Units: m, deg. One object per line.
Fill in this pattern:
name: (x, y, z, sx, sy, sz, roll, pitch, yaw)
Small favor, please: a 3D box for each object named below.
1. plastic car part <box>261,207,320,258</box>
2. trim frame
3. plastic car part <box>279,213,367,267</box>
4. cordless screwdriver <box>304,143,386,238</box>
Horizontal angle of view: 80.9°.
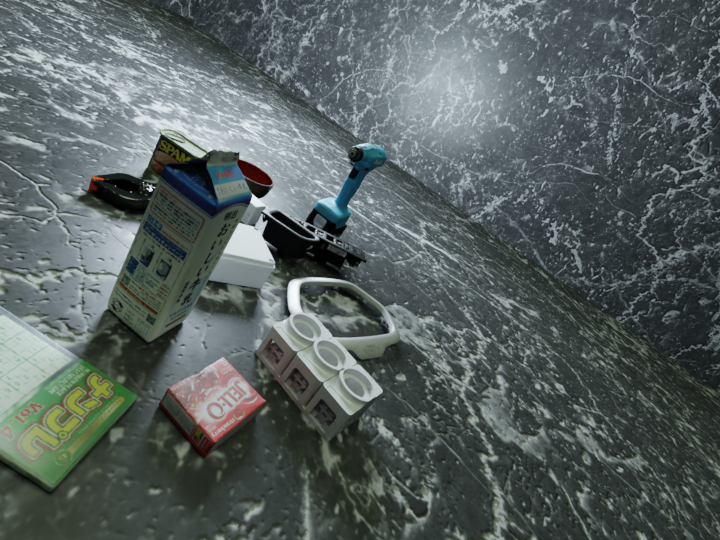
plastic car part: (-0.146, -0.063, 0.825, 0.119, 0.071, 0.064, 38, 23, 10)
trim frame: (-0.028, 0.078, 0.750, 0.236, 0.027, 0.194, 6, 35, -48)
plastic car part: (-0.088, -0.057, 0.895, 0.200, 0.067, 0.067, 30, 23, -7)
cordless screwdriver: (-0.041, -0.178, 0.963, 0.076, 0.249, 0.155, 40, 23, 11)
